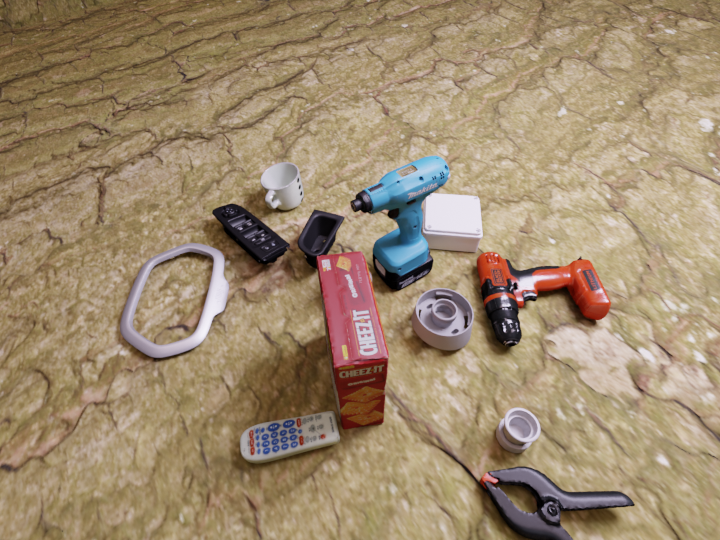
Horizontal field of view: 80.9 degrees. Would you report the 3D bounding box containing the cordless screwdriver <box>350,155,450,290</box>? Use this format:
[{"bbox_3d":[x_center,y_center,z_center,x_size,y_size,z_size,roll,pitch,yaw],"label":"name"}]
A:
[{"bbox_3d":[0.056,-0.064,0.703,0.156,0.240,0.078,-25,55,-18],"label":"cordless screwdriver"}]

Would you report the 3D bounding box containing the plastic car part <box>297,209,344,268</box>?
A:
[{"bbox_3d":[-0.080,-0.052,0.817,0.068,0.068,0.117,14,53,13],"label":"plastic car part"}]

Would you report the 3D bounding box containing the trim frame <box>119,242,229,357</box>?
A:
[{"bbox_3d":[-0.341,0.046,0.787,0.185,0.026,0.256,-3,50,3],"label":"trim frame"}]

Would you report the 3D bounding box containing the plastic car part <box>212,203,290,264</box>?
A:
[{"bbox_3d":[-0.223,-0.072,0.849,0.065,0.065,0.214,-36,56,-24],"label":"plastic car part"}]
